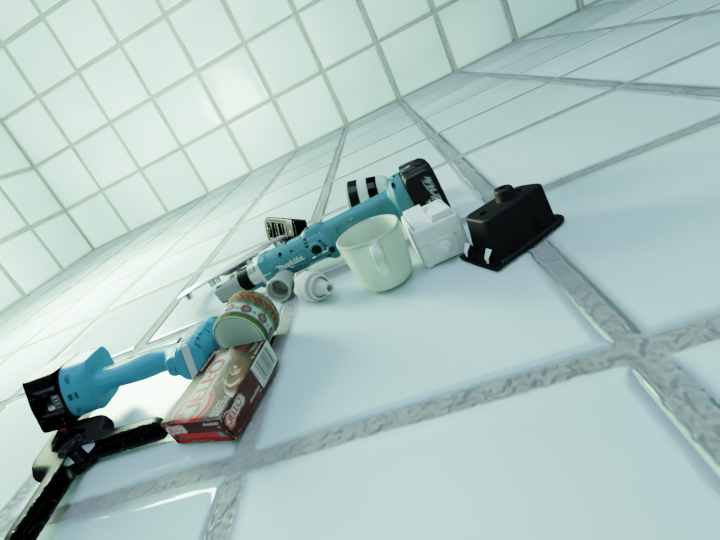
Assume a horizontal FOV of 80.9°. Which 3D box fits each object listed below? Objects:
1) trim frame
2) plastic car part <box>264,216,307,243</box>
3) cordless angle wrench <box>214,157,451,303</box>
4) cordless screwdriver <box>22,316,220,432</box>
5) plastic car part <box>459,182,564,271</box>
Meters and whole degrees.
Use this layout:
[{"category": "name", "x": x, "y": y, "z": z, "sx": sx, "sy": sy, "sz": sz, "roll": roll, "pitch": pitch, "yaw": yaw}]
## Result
[{"category": "trim frame", "x": -0.249, "y": -0.004, "z": 0.833, "sx": 0.247, "sy": 0.027, "sz": 0.187, "roll": -33, "pitch": 10, "yaw": -7}, {"category": "plastic car part", "x": -0.160, "y": -0.091, "z": 0.925, "sx": 0.065, "sy": 0.065, "sz": 0.213, "roll": -27, "pitch": 20, "yaw": -27}, {"category": "cordless angle wrench", "x": -0.068, "y": -0.045, "z": 0.698, "sx": 0.429, "sy": 0.094, "sz": 0.076, "roll": -25, "pitch": 23, "yaw": 15}, {"category": "cordless screwdriver", "x": -0.315, "y": 0.129, "z": 0.599, "sx": 0.249, "sy": 0.073, "sz": 0.162, "roll": -18, "pitch": 12, "yaw": -1}, {"category": "plastic car part", "x": 0.170, "y": -0.061, "z": 0.489, "sx": 0.115, "sy": 0.068, "sz": 0.069, "roll": -35, "pitch": 23, "yaw": -11}]
